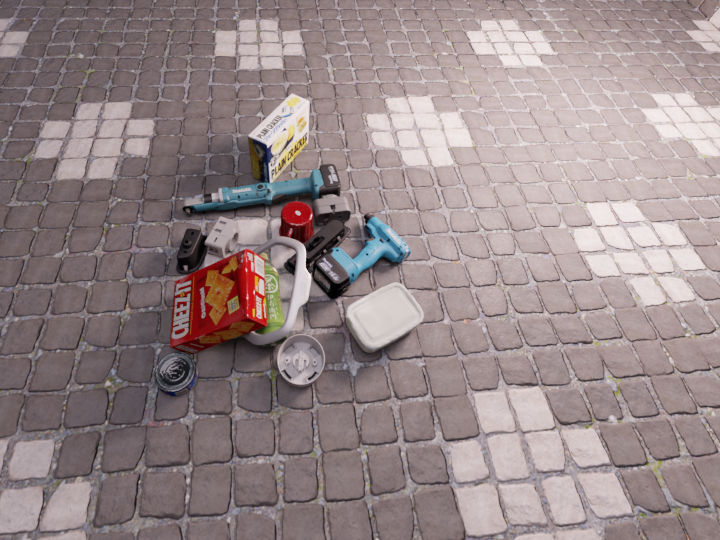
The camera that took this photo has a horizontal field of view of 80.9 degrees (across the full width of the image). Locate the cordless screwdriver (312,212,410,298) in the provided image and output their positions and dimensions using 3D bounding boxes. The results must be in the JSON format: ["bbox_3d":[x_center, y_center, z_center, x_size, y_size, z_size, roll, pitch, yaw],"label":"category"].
[{"bbox_3d":[-0.012,-0.047,1.057,0.243,0.073,0.166,-29,64,-25],"label":"cordless screwdriver"}]

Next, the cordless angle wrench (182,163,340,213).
[{"bbox_3d":[-0.268,-0.208,1.147,0.418,0.072,0.102,-10,59,-8],"label":"cordless angle wrench"}]

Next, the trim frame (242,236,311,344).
[{"bbox_3d":[-0.196,0.039,0.918,0.191,0.026,0.253,-5,63,24],"label":"trim frame"}]

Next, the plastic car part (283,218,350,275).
[{"bbox_3d":[-0.105,-0.069,1.073,0.069,0.065,0.200,34,58,22],"label":"plastic car part"}]

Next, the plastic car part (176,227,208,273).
[{"bbox_3d":[-0.416,-0.056,1.036,0.066,0.069,0.119,8,54,0],"label":"plastic car part"}]
